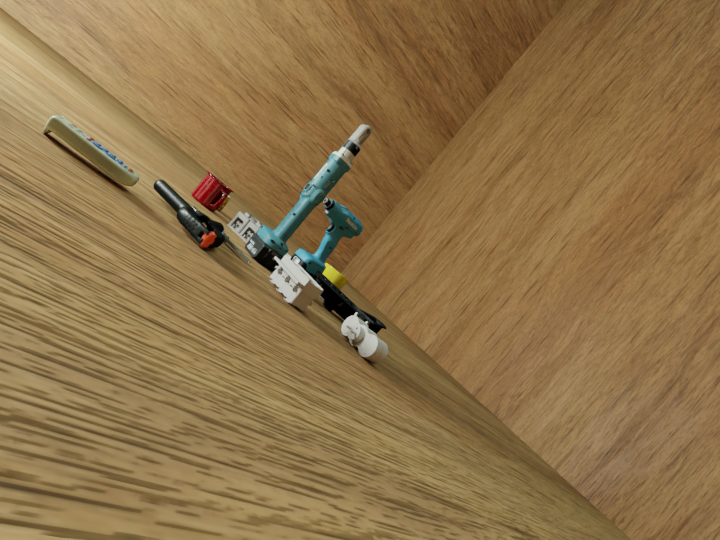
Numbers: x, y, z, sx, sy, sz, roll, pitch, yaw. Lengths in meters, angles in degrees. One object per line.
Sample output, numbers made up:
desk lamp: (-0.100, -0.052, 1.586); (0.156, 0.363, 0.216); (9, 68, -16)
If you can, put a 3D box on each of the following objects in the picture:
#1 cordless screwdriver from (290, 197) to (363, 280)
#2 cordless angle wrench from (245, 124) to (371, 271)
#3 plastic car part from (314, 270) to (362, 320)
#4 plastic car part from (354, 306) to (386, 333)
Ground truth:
cordless screwdriver: (-0.115, -0.075, 1.172); (0.150, 0.249, 0.079); (39, 1, -43)
cordless angle wrench: (-0.114, -0.188, 1.031); (0.070, 0.423, 0.103); (39, 1, -38)
plastic car part: (-0.057, 0.091, 1.155); (0.197, 0.067, 0.068); (40, 0, -15)
plastic car part: (0.013, 0.146, 1.060); (0.070, 0.071, 0.110); (40, 0, 33)
